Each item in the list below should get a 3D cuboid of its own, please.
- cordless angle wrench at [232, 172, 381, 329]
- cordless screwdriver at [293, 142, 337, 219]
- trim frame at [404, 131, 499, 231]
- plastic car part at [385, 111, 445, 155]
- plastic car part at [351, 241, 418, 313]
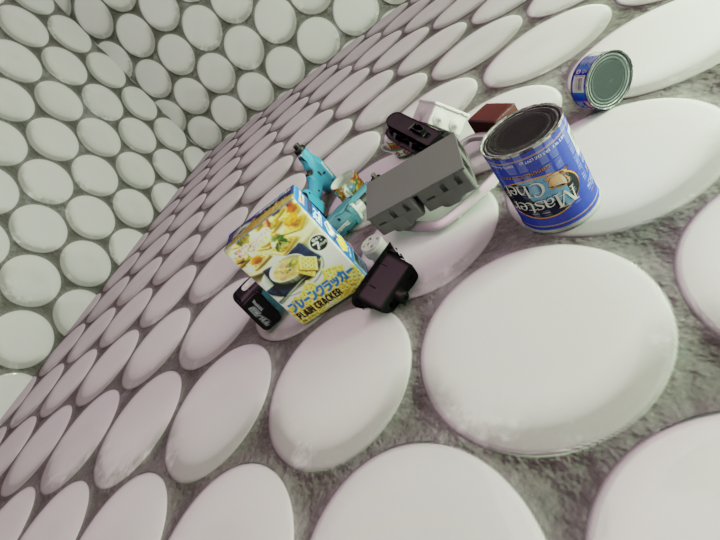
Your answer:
[{"bbox_3d":[-0.089,-0.058,0.911,0.421,0.094,0.078,-47,29,-14],"label":"cordless angle wrench"},{"bbox_3d":[-0.138,-0.211,1.079,0.076,0.152,0.254,-24,37,31],"label":"cordless screwdriver"},{"bbox_3d":[0.165,-0.161,0.775,0.249,0.026,0.193,-44,36,9],"label":"trim frame"},{"bbox_3d":[0.120,-0.291,0.913,0.066,0.063,0.215,-50,47,4],"label":"plastic car part"},{"bbox_3d":[0.049,0.025,0.675,0.075,0.062,0.116,22,71,43],"label":"plastic car part"}]
